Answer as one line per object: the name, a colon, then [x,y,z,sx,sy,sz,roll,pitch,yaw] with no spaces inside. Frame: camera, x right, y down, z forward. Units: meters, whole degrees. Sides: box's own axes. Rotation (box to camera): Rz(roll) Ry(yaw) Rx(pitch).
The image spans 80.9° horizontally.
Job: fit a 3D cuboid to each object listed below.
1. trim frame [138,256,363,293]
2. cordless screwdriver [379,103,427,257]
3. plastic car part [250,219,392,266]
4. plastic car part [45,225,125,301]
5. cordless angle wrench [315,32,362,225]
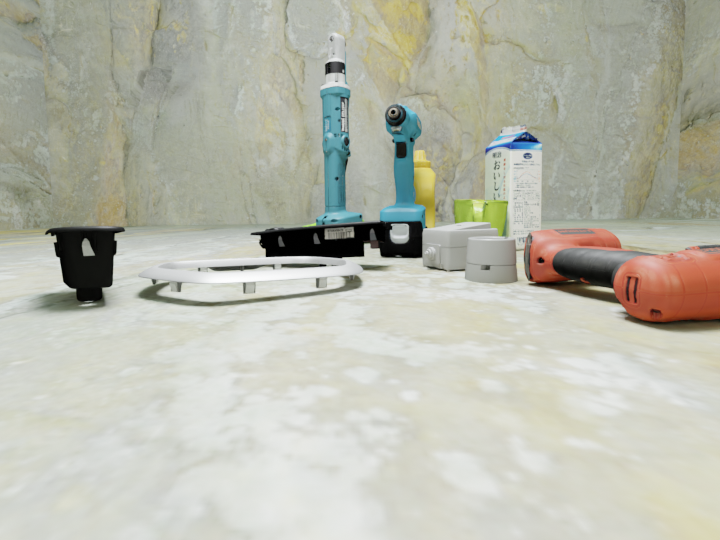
trim frame: [-0.112,0.002,0.469,0.239,0.027,0.193,-6,9,-30]
cordless screwdriver: [0.069,-0.146,0.704,0.076,0.247,0.156,1,6,15]
plastic car part: [-0.059,-0.039,0.607,0.209,0.066,0.065,2,7,19]
plastic car part: [-0.258,-0.008,0.399,0.063,0.070,0.122,-5,8,-35]
cordless angle wrench: [-0.047,-0.250,0.838,0.078,0.420,0.094,3,6,38]
